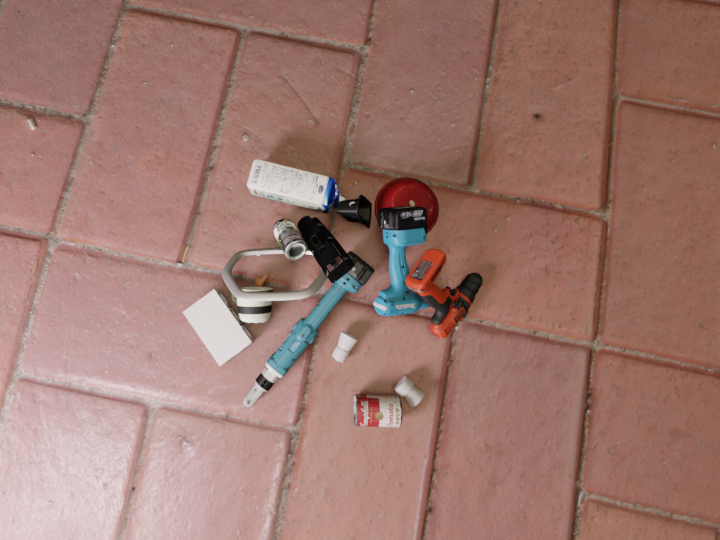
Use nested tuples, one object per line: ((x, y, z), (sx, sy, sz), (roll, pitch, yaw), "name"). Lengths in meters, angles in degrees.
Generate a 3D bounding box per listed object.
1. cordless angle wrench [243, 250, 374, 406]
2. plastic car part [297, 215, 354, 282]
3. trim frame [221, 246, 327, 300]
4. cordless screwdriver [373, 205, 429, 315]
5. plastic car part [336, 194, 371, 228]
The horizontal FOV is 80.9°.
((-0.129, 0.141, 0.972), (0.074, 0.098, 0.422), (39, 87, -2), "cordless angle wrench")
((-0.095, -0.062, 0.969), (0.066, 0.063, 0.214), (-46, 44, 10), "plastic car part")
((-0.192, 0.002, 0.968), (0.248, 0.026, 0.191), (-4, 44, -1), "trim frame")
((0.112, -0.023, 0.967), (0.153, 0.078, 0.247), (-2, 98, -28), "cordless screwdriver")
((-0.020, -0.144, 1.009), (0.073, 0.112, 0.066), (1, 83, 21), "plastic car part")
